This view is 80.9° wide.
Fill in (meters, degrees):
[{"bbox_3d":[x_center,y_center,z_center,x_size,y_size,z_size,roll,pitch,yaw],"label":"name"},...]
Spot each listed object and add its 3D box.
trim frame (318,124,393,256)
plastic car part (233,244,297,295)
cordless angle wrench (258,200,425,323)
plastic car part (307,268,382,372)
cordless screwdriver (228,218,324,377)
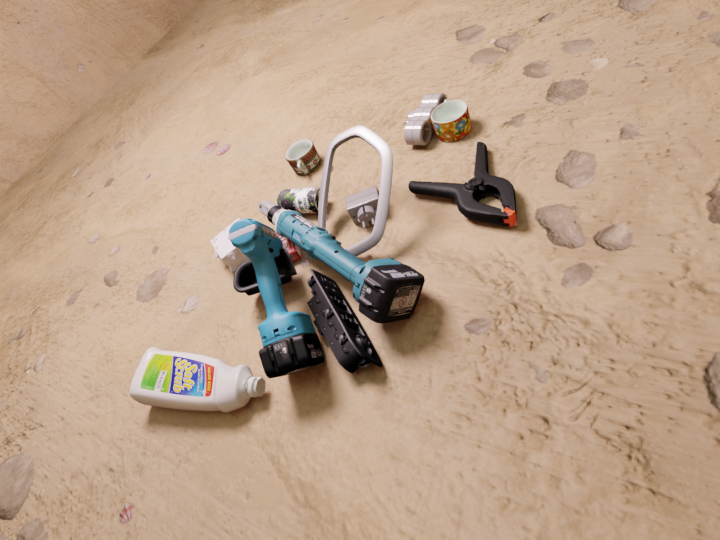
[{"bbox_3d":[-0.017,-0.143,0.783,0.194,0.026,0.247,11,97,42],"label":"trim frame"},{"bbox_3d":[-0.180,0.012,0.805,0.116,0.068,0.069,-23,64,-3],"label":"plastic car part"},{"bbox_3d":[-0.075,-0.049,0.765,0.448,0.093,0.073,34,116,42],"label":"cordless angle wrench"},{"bbox_3d":[-0.038,0.083,0.674,0.067,0.062,0.214,-45,45,4],"label":"plastic car part"},{"bbox_3d":[-0.133,0.040,0.693,0.075,0.154,0.253,-22,79,8],"label":"cordless screwdriver"}]
